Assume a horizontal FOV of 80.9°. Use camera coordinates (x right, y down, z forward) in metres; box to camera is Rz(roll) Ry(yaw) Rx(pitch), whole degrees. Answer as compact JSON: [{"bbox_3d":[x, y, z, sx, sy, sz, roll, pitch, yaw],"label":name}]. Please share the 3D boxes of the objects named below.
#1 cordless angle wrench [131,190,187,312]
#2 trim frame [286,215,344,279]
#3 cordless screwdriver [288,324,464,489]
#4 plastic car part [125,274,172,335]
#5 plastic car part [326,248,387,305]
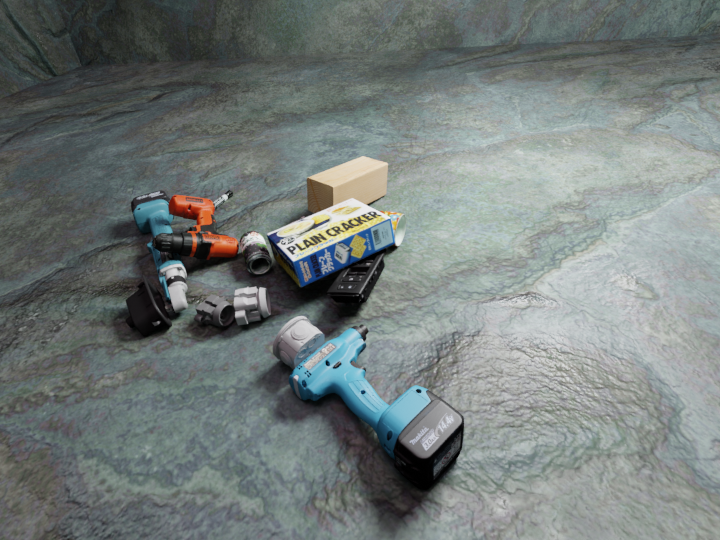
[{"bbox_3d":[-0.446,-0.050,0.961,0.096,0.072,0.447,-21,43,-20],"label":"cordless angle wrench"},{"bbox_3d":[-0.093,-0.061,0.955,0.183,0.026,0.259,-11,40,-4],"label":"trim frame"},{"bbox_3d":[0.031,0.173,0.613,0.263,0.072,0.156,24,47,37],"label":"cordless screwdriver"},{"bbox_3d":[-0.414,0.077,0.810,0.070,0.063,0.123,-33,47,-10],"label":"plastic car part"},{"bbox_3d":[0.008,0.008,0.819,0.069,0.064,0.203,-9,31,28],"label":"plastic car part"}]
